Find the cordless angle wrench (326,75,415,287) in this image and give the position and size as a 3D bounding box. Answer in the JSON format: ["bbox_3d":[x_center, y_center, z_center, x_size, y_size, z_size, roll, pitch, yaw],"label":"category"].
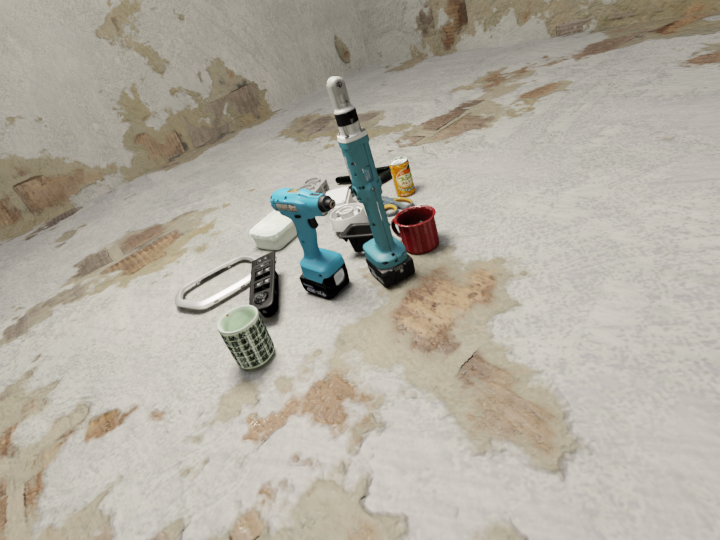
[{"bbox_3d":[0.012,-0.161,0.817,0.073,0.406,0.103,-26,30,-12],"label":"cordless angle wrench"}]

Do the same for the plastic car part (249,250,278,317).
[{"bbox_3d":[-0.219,0.038,0.974,0.067,0.064,0.210,-18,32,2],"label":"plastic car part"}]

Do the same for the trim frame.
[{"bbox_3d":[-0.371,0.027,1.114,0.245,0.026,0.195,-34,34,-20],"label":"trim frame"}]

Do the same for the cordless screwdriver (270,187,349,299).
[{"bbox_3d":[-0.085,-0.056,0.874,0.168,0.239,0.073,11,41,42],"label":"cordless screwdriver"}]

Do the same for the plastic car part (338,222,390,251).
[{"bbox_3d":[0.020,-0.072,0.999,0.122,0.068,0.065,2,37,33],"label":"plastic car part"}]
